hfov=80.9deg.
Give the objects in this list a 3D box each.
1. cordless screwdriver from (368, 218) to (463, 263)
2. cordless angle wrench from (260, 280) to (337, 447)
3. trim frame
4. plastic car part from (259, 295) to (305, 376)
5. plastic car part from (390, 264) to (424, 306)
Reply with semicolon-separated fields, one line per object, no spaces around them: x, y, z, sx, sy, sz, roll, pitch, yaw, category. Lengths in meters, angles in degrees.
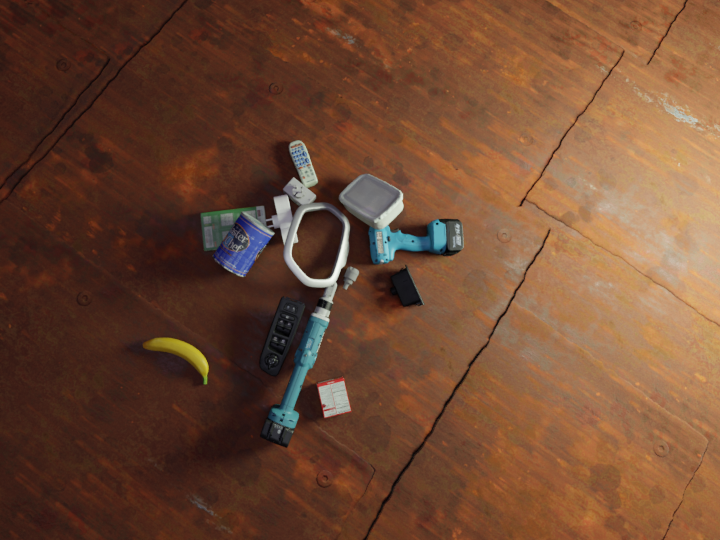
0.147;-0.106;1.162;0.249;0.073;0.161;-5;80;1;cordless screwdriver
-0.142;0.223;1.089;0.075;0.097;0.425;19;77;1;cordless angle wrench
-0.111;-0.073;1.138;0.178;0.028;0.252;20;64;-17;trim frame
-0.209;0.170;1.104;0.065;0.068;0.203;20;85;-9;plastic car part
0.119;0.051;1.143;0.071;0.064;0.119;-28;80;7;plastic car part
